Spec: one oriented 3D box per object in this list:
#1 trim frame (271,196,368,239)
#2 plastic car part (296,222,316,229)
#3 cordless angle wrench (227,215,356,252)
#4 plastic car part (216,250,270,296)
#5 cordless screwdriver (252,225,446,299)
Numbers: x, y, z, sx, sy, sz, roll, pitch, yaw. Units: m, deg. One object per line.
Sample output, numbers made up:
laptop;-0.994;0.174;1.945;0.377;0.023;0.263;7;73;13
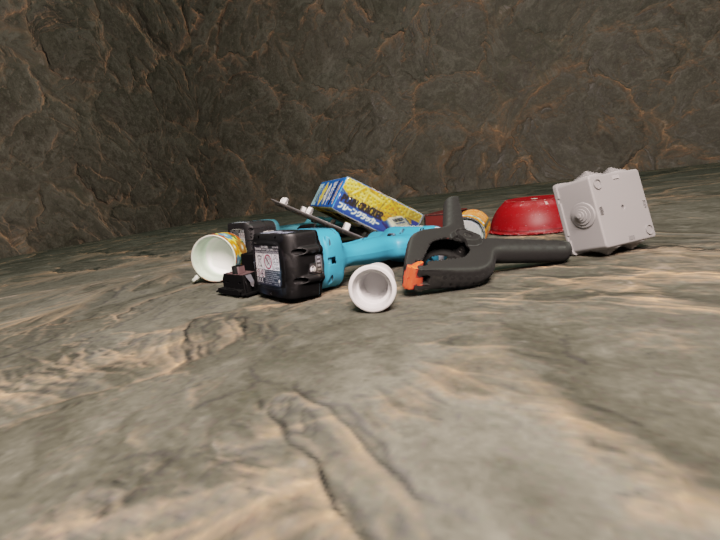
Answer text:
trim frame;-0.066;-0.095;0.805;0.263;0.027;0.174;24;3;44
plastic car part;-0.074;-0.048;0.757;0.069;0.066;0.120;6;3;-21
cordless angle wrench;-0.100;-0.096;0.975;0.406;0.073;0.103;-15;13;-43
plastic car part;-0.107;-0.015;0.600;0.069;0.067;0.195;-8;5;42
cordless screwdriver;-0.023;-0.025;0.562;0.239;0.074;0.167;-10;10;-33
